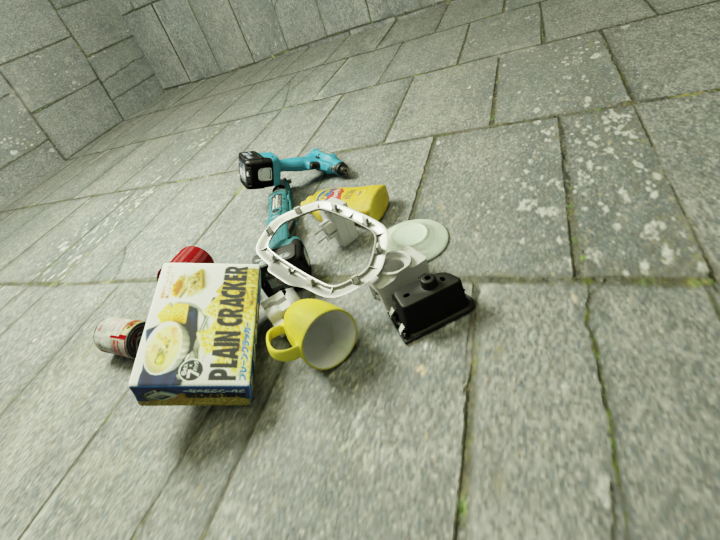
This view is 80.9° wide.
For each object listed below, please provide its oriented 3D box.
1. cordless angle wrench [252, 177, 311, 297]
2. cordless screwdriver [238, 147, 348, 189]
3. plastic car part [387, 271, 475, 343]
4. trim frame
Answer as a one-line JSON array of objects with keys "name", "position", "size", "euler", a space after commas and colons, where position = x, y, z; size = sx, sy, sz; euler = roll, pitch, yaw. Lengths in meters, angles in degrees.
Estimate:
[{"name": "cordless angle wrench", "position": [-0.171, -0.106, 0.912], "size": [0.098, 0.071, 0.439], "euler": [-19, 35, 3]}, {"name": "cordless screwdriver", "position": [-0.162, -0.249, 1.024], "size": [0.241, 0.072, 0.168], "euler": [-14, 31, -26]}, {"name": "plastic car part", "position": [0.094, 0.038, 0.591], "size": [0.116, 0.067, 0.069], "euler": [-27, 38, 0]}, {"name": "trim frame", "position": [-0.068, -0.045, 0.698], "size": [0.263, 0.026, 0.182], "euler": [30, 65, 36]}]
